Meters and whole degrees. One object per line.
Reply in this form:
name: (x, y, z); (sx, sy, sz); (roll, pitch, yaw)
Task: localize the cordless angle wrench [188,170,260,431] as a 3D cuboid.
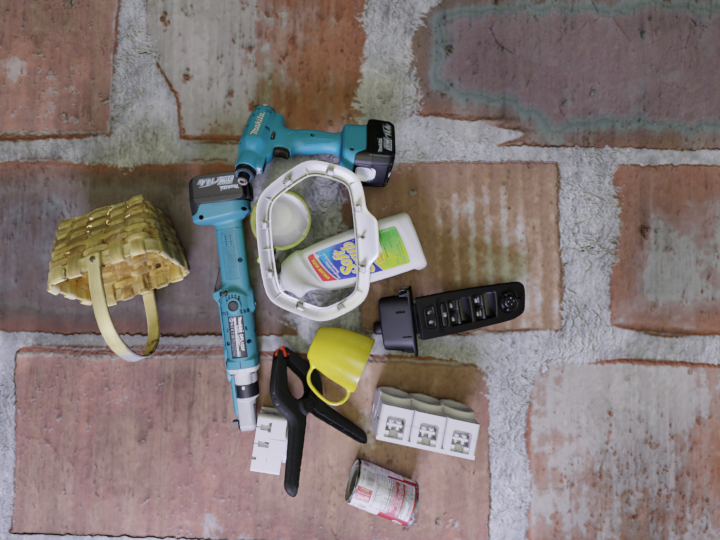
cordless angle wrench: (-0.207, 0.054, 0.701); (0.098, 0.074, 0.423); (-7, 90, -1)

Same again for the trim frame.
trim frame: (-0.063, -0.041, 0.642); (0.181, 0.028, 0.246); (-6, 98, -11)

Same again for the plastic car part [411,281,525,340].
plastic car part: (0.172, 0.061, 0.684); (0.199, 0.067, 0.067); (-9, 84, -12)

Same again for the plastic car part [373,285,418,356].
plastic car part: (0.057, 0.087, 0.704); (0.072, 0.064, 0.116); (-3, 91, 13)

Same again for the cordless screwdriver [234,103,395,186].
cordless screwdriver: (-0.073, -0.185, 0.679); (0.250, 0.072, 0.162); (9, 57, 2)
